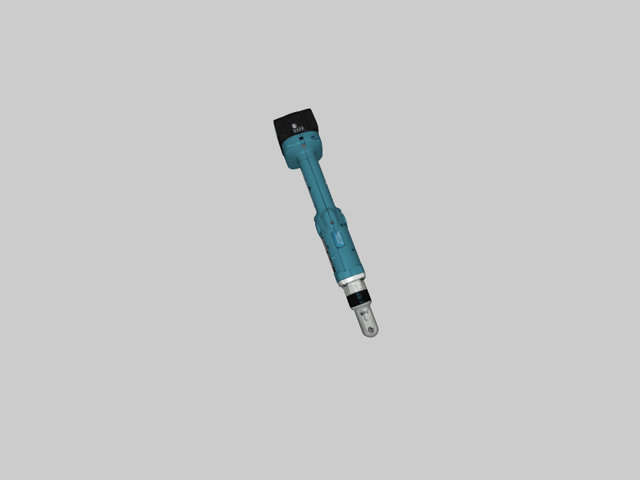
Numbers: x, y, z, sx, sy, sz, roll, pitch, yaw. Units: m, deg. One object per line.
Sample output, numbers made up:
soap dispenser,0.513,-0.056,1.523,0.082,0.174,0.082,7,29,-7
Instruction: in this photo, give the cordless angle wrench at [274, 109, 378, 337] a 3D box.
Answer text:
cordless angle wrench,0.019,-0.028,0.766,0.074,0.422,0.098,-20,-10,-4
